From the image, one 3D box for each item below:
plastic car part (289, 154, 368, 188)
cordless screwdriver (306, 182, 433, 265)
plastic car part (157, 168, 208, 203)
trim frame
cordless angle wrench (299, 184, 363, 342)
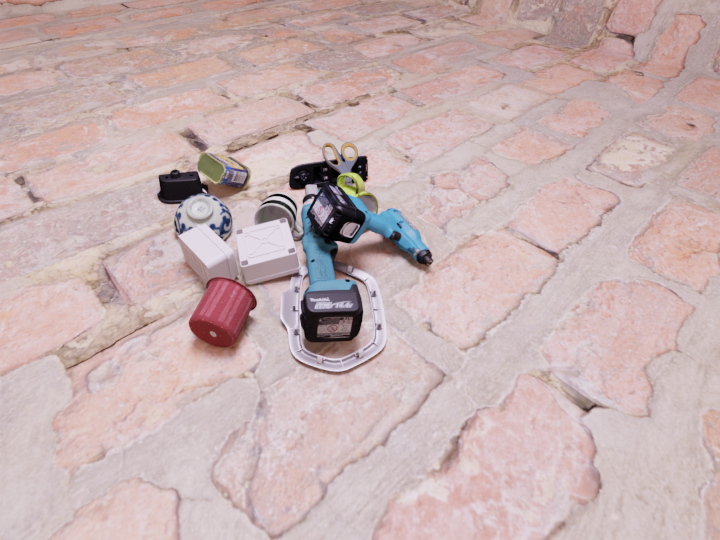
[{"bbox_3d":[-0.085,-0.249,1.052,0.199,0.064,0.070,-13,37,-16],"label":"plastic car part"},{"bbox_3d":[0.028,-0.079,0.814,0.236,0.074,0.168,9,34,-41],"label":"cordless screwdriver"},{"bbox_3d":[-0.416,-0.200,0.979,0.114,0.069,0.069,-5,43,-13],"label":"plastic car part"},{"bbox_3d":[-0.049,0.067,0.752,0.183,0.027,0.257,-2,46,-3],"label":"trim frame"},{"bbox_3d":[-0.080,-0.052,0.816,0.096,0.072,0.440,-3,40,-11],"label":"cordless angle wrench"}]
